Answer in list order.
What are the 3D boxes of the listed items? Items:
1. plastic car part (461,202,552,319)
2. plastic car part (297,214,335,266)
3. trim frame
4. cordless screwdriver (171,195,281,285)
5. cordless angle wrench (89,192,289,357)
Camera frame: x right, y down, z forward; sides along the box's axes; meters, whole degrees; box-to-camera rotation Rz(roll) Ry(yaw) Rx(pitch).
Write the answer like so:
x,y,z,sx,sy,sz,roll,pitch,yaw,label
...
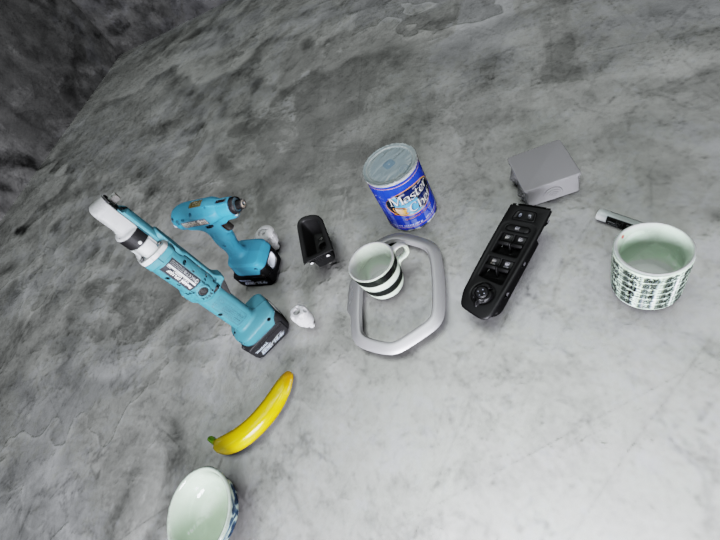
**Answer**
x,y,z,sx,sy,sz,roll,pitch,yaw,label
0.225,-0.009,0.660,0.070,0.063,0.203,23,72,39,plastic car part
-0.085,-0.056,0.870,0.067,0.067,0.122,-26,49,11,plastic car part
0.058,0.033,0.753,0.190,0.026,0.255,-12,53,22,trim frame
-0.241,-0.061,0.850,0.165,0.235,0.076,-6,55,26,cordless screwdriver
-0.265,0.020,0.696,0.098,0.400,0.079,-45,48,-6,cordless angle wrench
